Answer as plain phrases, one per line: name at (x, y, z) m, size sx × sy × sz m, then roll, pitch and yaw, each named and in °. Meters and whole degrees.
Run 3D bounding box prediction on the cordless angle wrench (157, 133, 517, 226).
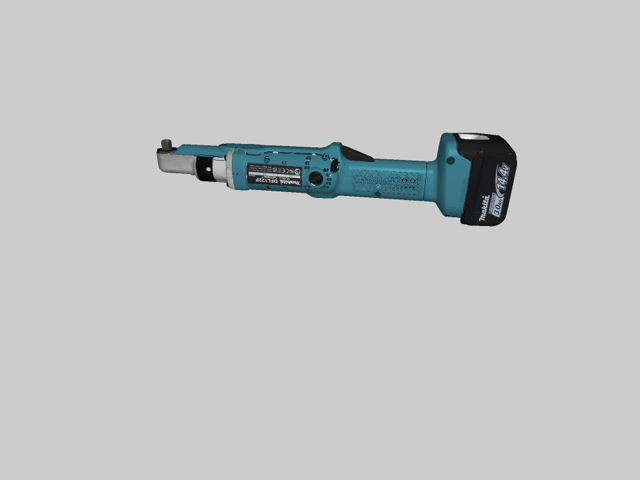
cordless angle wrench at (0.001, -0.083, 0.512) m, size 0.423 × 0.098 × 0.074 m, roll 5°, pitch 26°, yaw 9°
